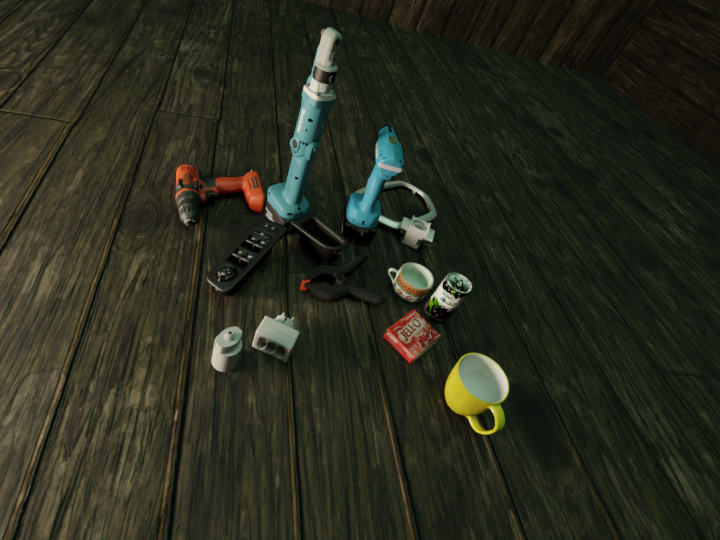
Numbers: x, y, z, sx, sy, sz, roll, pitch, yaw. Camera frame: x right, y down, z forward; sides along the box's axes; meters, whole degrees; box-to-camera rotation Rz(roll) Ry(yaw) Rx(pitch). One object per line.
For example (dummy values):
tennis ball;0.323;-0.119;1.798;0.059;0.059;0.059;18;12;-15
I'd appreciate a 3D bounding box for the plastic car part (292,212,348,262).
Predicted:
plastic car part;-0.087;-0.057;0.894;0.121;0.070;0.064;40;46;19

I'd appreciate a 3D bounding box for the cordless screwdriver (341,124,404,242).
cordless screwdriver;0.026;-0.191;0.941;0.073;0.246;0.164;13;44;-13

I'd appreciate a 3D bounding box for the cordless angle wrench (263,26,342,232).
cordless angle wrench;-0.108;-0.250;0.827;0.072;0.418;0.102;-19;59;-37

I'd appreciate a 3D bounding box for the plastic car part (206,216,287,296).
plastic car part;-0.221;-0.022;0.814;0.067;0.066;0.202;28;44;5

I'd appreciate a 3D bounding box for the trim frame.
trim frame;0.094;-0.178;1.112;0.240;0.027;0.193;-23;58;-36
